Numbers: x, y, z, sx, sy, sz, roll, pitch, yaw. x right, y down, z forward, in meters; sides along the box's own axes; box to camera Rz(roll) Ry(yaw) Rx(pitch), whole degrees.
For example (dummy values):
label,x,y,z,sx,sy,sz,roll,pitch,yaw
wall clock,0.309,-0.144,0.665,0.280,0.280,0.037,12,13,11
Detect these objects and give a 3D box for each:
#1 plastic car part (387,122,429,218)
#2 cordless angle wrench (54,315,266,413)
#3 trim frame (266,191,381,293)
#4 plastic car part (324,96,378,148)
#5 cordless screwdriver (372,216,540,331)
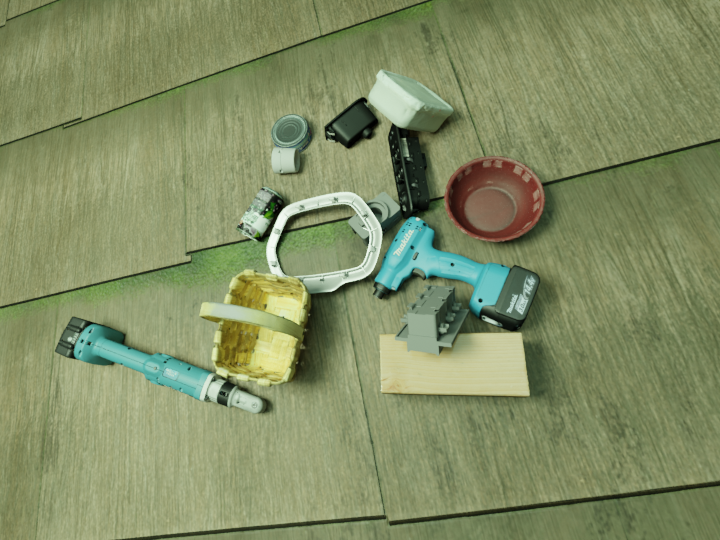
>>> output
label,x,y,z,sx,sy,sz,roll,pitch,yaw
plastic car part,0.094,-0.191,0.811,0.066,0.066,0.207,2,69,-13
cordless angle wrench,-0.370,0.185,0.790,0.435,0.094,0.075,15,73,16
trim frame,-0.077,-0.051,0.790,0.257,0.026,0.186,-7,80,26
plastic car part,-0.011,-0.300,0.877,0.116,0.065,0.072,-38,84,-4
cordless screwdriver,0.151,0.024,0.713,0.260,0.071,0.159,28,81,25
